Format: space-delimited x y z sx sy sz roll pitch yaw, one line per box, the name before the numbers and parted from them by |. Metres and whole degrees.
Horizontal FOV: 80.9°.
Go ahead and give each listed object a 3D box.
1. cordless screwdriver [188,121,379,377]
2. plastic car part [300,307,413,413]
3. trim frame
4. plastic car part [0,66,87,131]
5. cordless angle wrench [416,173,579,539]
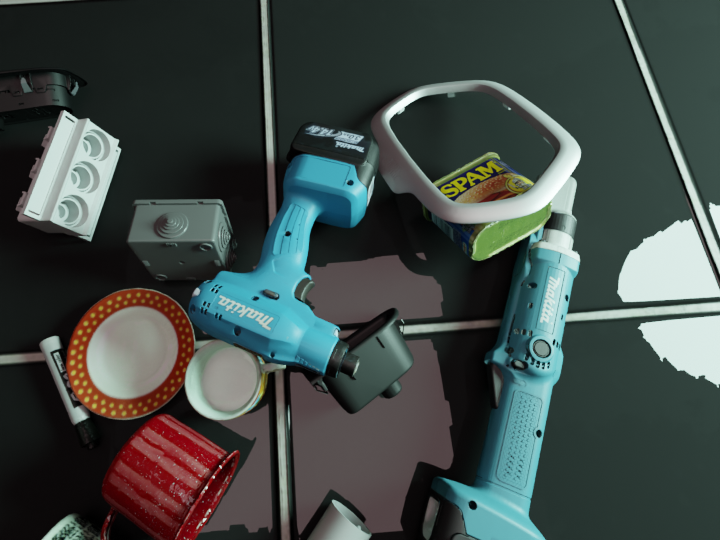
cordless screwdriver | -0.041 -0.027 0.423 0.163 0.072 0.250 19 65 11
plastic car part | 0.008 0.097 0.420 0.115 0.067 0.071 -31 92 -13
trim frame | 0.110 -0.140 0.462 0.184 0.026 0.261 -23 52 -3
plastic car part | -0.442 -0.206 0.515 0.202 0.066 0.068 -14 84 -5
cordless angle wrench | 0.163 0.081 0.416 0.099 0.073 0.426 20 71 4
